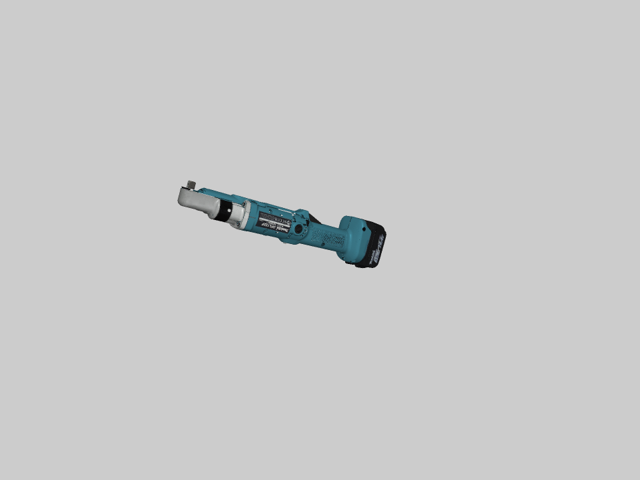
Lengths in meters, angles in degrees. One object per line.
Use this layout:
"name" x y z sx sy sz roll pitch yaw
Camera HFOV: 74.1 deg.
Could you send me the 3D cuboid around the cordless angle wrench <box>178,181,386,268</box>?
"cordless angle wrench" -0.052 -0.026 0.768 0.423 0.098 0.074 14 3 -39
